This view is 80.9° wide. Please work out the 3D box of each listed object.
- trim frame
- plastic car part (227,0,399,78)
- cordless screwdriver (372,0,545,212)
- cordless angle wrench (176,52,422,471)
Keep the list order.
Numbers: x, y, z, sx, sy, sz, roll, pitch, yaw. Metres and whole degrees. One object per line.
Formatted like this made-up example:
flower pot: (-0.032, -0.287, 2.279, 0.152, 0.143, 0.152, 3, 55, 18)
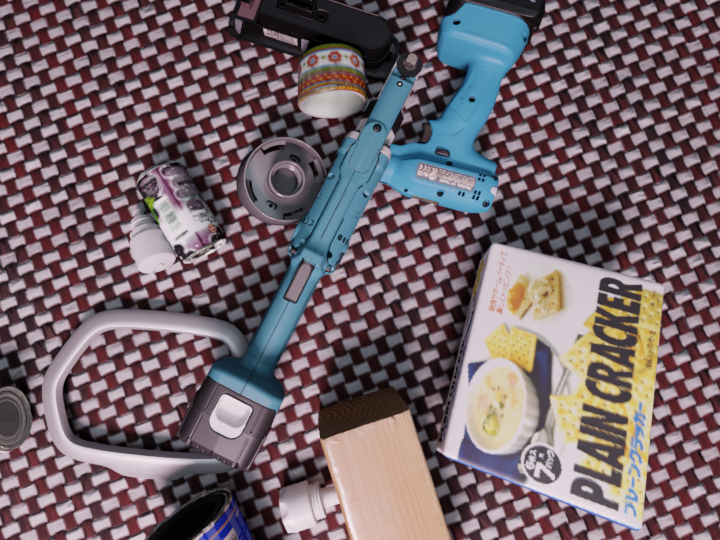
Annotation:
trim frame: (-0.223, 0.137, 0.463, 0.247, 0.027, 0.185, 5, 85, -2)
plastic car part: (-0.048, -0.280, 0.478, 0.202, 0.067, 0.066, 19, 80, -3)
cordless screwdriver: (0.094, -0.199, 0.467, 0.162, 0.073, 0.248, 17, 90, 9)
cordless angle wrench: (-0.041, -0.027, 0.418, 0.074, 0.098, 0.423, 27, 85, -3)
